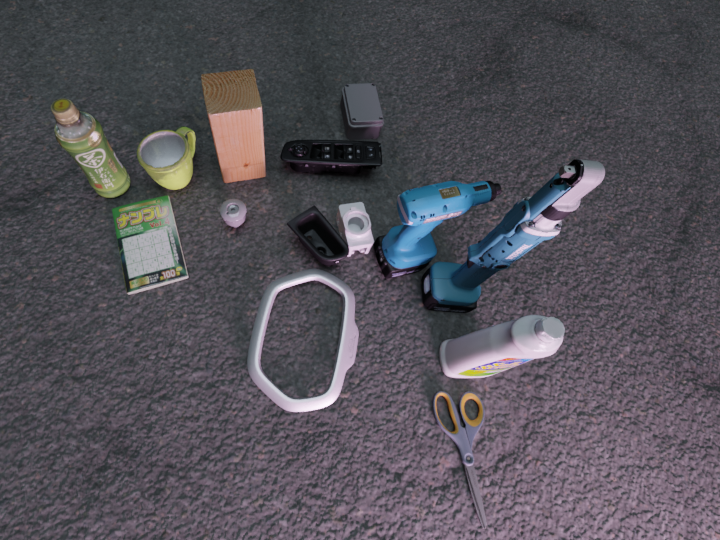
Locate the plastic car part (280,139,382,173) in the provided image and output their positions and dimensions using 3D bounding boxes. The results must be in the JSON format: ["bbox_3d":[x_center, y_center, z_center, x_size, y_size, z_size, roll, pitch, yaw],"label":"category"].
[{"bbox_3d":[-0.062,-0.231,0.867,0.201,0.066,0.068,4,67,-4],"label":"plastic car part"}]

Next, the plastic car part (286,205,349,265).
[{"bbox_3d":[-0.077,-0.050,0.784,0.065,0.070,0.120,-35,75,-20],"label":"plastic car part"}]

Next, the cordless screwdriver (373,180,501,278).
[{"bbox_3d":[0.117,-0.071,0.716,0.156,0.246,0.076,-13,72,-14],"label":"cordless screwdriver"}]

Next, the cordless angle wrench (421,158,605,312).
[{"bbox_3d":[0.197,-0.030,0.611,0.097,0.418,0.076,6,68,-8],"label":"cordless angle wrench"}]

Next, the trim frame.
[{"bbox_3d":[-0.095,0.114,0.734,0.184,0.027,0.253,10,66,-1],"label":"trim frame"}]
